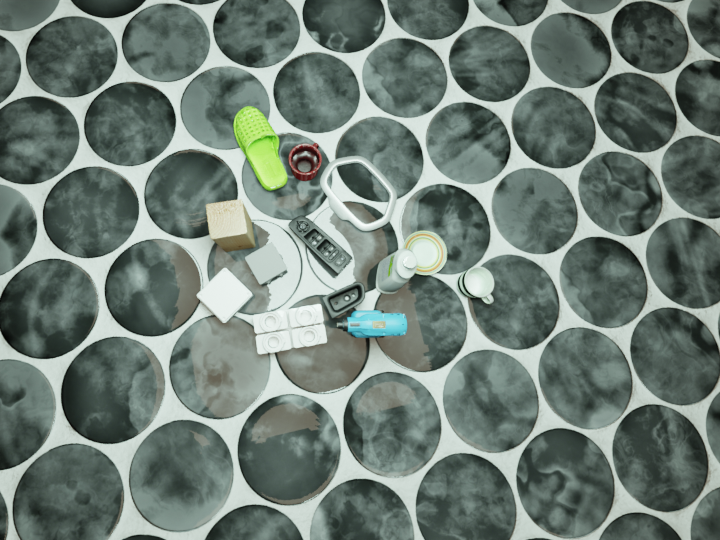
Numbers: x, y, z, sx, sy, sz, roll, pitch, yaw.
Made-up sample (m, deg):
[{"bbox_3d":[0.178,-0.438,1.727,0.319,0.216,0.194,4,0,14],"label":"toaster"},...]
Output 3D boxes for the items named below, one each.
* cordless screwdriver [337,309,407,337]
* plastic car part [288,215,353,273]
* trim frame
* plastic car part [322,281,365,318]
[{"bbox_3d":[0.011,0.137,1.074,0.158,0.249,0.075,0,83,-7],"label":"cordless screwdriver"},{"bbox_3d":[-0.117,-0.077,1.198,0.205,0.067,0.066,43,80,4],"label":"plastic car part"},{"bbox_3d":[-0.006,-0.231,1.252,0.183,0.027,0.251,-41,84,-9],"label":"trim frame"},{"bbox_3d":[-0.042,0.079,1.172,0.115,0.071,0.067,-26,85,-8],"label":"plastic car part"}]
